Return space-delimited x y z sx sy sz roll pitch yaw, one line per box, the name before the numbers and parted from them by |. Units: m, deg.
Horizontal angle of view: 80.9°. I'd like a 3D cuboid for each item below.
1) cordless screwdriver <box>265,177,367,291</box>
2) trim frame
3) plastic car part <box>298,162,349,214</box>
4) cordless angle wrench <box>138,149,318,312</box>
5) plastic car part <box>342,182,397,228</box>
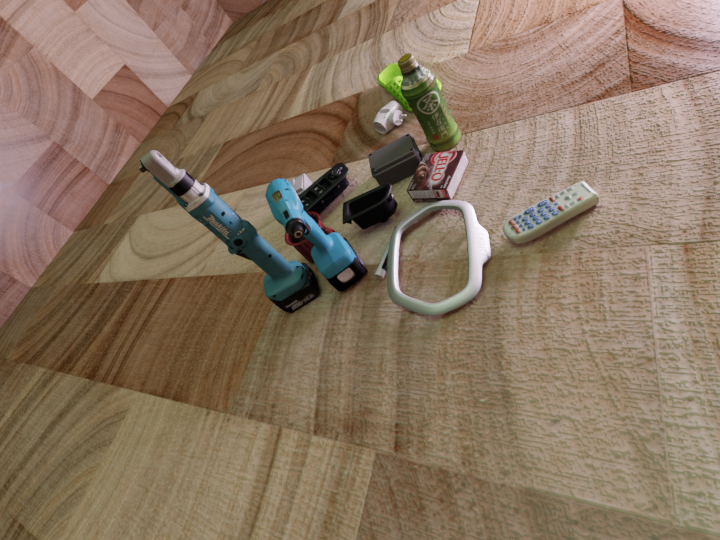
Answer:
cordless screwdriver | -0.076 -0.050 0.774 0.075 0.235 0.167 -37 40 6
trim frame | 0.133 -0.029 0.753 0.190 0.026 0.254 -16 48 28
plastic car part | -0.099 -0.178 1.032 0.202 0.063 0.070 -46 40 -4
cordless angle wrench | -0.228 -0.065 0.781 0.099 0.400 0.078 -32 40 11
plastic car part | 0.027 -0.125 0.886 0.119 0.067 0.068 -20 45 24
